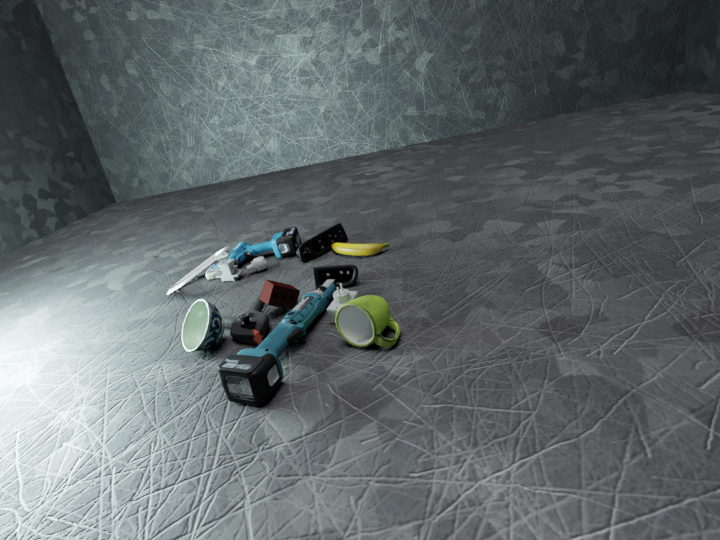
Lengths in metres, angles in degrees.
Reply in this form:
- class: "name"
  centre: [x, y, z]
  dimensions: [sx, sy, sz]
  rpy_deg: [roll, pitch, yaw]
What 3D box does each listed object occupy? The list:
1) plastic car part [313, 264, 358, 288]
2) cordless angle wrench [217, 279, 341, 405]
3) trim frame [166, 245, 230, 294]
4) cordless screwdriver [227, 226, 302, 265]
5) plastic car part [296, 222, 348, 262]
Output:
- class: "plastic car part"
  centre: [-0.062, 0.012, 1.127]
  dimensions: [0.118, 0.065, 0.071]
  rpy_deg: [-7, 8, 5]
- class: "cordless angle wrench"
  centre: [-0.143, 0.118, 0.917]
  dimensions: [0.101, 0.072, 0.418]
  rpy_deg: [-2, 24, 23]
- class: "trim frame"
  centre: [-0.508, -0.001, 1.340]
  dimensions: [0.246, 0.027, 0.191]
  rpy_deg: [-46, 20, -25]
- class: "cordless screwdriver"
  centre: [-0.326, -0.068, 1.421]
  dimensions: [0.254, 0.072, 0.161]
  rpy_deg: [-11, 23, 14]
- class: "plastic car part"
  centre: [-0.134, -0.088, 1.373]
  dimensions: [0.070, 0.065, 0.198]
  rpy_deg: [-4, 23, 46]
